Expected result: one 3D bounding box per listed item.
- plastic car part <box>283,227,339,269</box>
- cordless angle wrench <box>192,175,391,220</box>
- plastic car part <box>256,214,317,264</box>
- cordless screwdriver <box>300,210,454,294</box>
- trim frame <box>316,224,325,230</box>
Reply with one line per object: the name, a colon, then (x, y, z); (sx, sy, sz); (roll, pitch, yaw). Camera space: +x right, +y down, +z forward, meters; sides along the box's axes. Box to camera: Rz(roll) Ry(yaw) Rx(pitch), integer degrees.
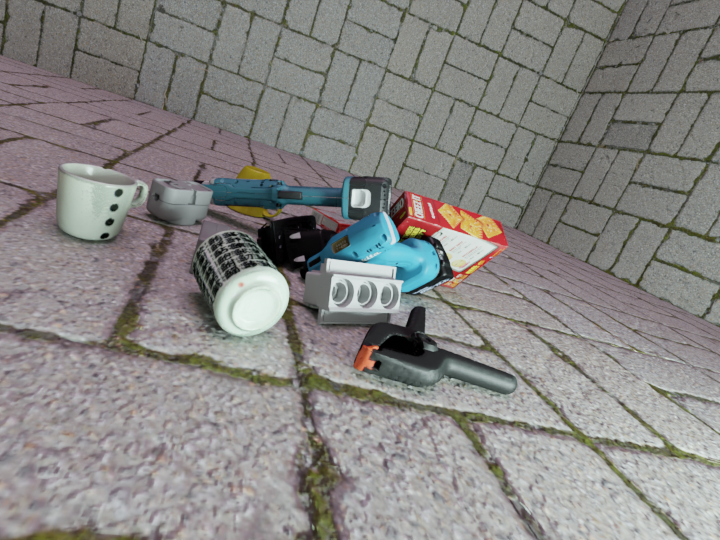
plastic car part: (-0.067, -0.044, 0.687); (0.073, 0.066, 0.113); (-10, 3, 21)
cordless angle wrench: (-0.160, -0.137, 0.762); (0.432, 0.074, 0.096); (5, 8, 13)
plastic car part: (-0.126, -0.057, 0.723); (0.069, 0.066, 0.199); (-7, 9, 20)
cordless screwdriver: (0.032, -0.011, 0.670); (0.235, 0.163, 0.077); (16, 53, -52)
trim frame: (0.001, -0.066, 0.953); (0.194, 0.027, 0.236); (33, 19, 34)
